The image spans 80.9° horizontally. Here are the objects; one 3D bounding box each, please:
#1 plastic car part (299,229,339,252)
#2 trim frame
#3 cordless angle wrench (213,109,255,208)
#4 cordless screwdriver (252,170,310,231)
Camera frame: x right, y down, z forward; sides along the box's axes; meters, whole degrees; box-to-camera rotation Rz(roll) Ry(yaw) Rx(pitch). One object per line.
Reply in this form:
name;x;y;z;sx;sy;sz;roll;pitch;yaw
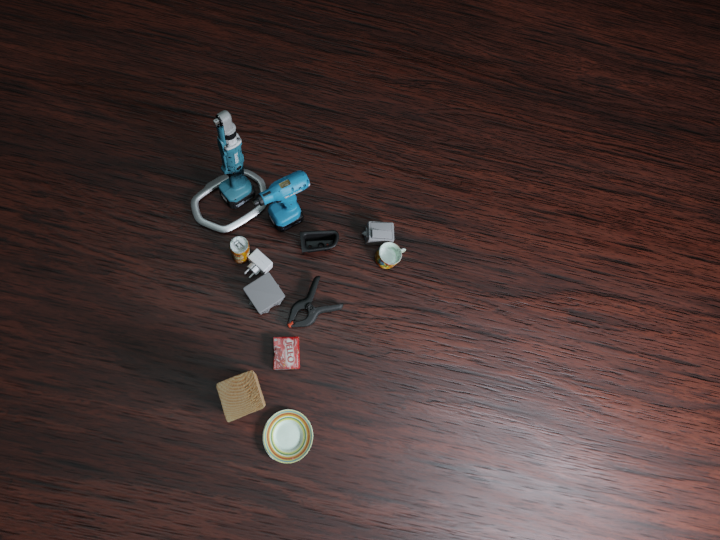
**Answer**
plastic car part;-0.125;-0.082;1.280;0.115;0.070;0.067;-5;73;-9
trim frame;-0.406;-0.221;1.320;0.246;0.027;0.188;-38;79;-17
cordless angle wrench;-0.347;-0.295;1.144;0.097;0.421;0.075;-37;84;-19
cordless screwdriver;-0.232;-0.186;1.211;0.157;0.247;0.076;-29;82;-17
